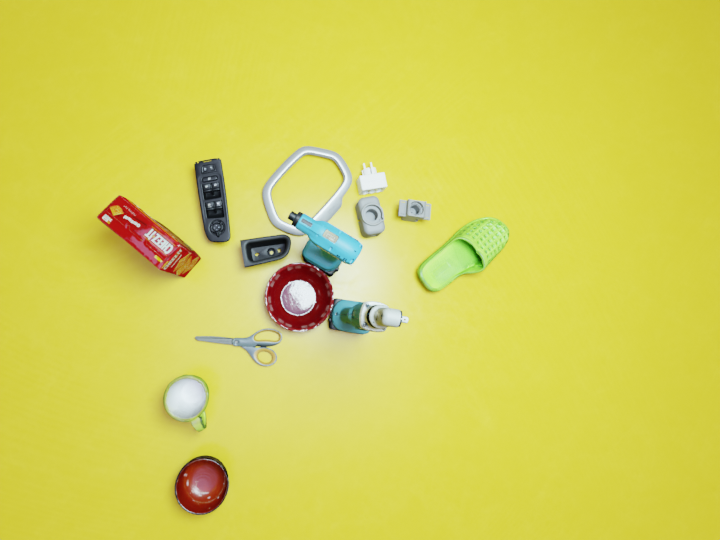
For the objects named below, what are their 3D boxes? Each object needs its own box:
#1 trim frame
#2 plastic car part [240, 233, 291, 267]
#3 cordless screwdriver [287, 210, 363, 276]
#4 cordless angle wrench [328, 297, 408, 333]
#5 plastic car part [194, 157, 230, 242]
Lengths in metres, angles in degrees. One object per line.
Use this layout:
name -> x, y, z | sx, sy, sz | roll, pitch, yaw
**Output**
trim frame -> -0.134, -0.204, 1.069 | 0.185, 0.027, 0.248 | 40, 79, 2
plastic car part -> -0.223, -0.046, 1.012 | 0.115, 0.071, 0.067 | -10, 84, -8
cordless screwdriver -> -0.092, -0.060, 0.936 | 0.159, 0.250, 0.074 | 32, 79, -4
cordless angle wrench -> 0.007, 0.091, 0.831 | 0.097, 0.425, 0.075 | 11, 82, -9
plastic car part -> -0.353, -0.163, 1.022 | 0.065, 0.067, 0.205 | -9, 82, -9
